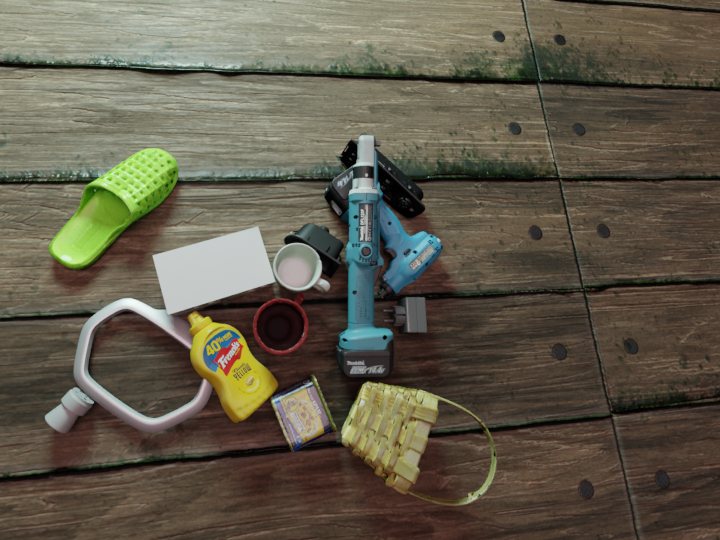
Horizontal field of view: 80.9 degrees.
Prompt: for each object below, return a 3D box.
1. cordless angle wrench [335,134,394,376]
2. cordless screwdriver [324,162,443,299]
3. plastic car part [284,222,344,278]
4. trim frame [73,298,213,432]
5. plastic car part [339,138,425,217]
[{"bbox_3d":[0.007,-0.032,0.755,0.097,0.075,0.423,1,88,-7],"label":"cordless angle wrench"},{"bbox_3d":[0.026,-0.077,0.822,0.158,0.075,0.249,-43,90,-14],"label":"cordless screwdriver"},{"bbox_3d":[-0.079,-0.052,0.809,0.118,0.066,0.070,37,58,4],"label":"plastic car part"},{"bbox_3d":[-0.366,0.158,0.723,0.250,0.027,0.184,33,74,2],"label":"trim frame"},{"bbox_3d":[0.053,-0.188,0.864,0.205,0.067,0.066,46,47,5],"label":"plastic car part"}]
